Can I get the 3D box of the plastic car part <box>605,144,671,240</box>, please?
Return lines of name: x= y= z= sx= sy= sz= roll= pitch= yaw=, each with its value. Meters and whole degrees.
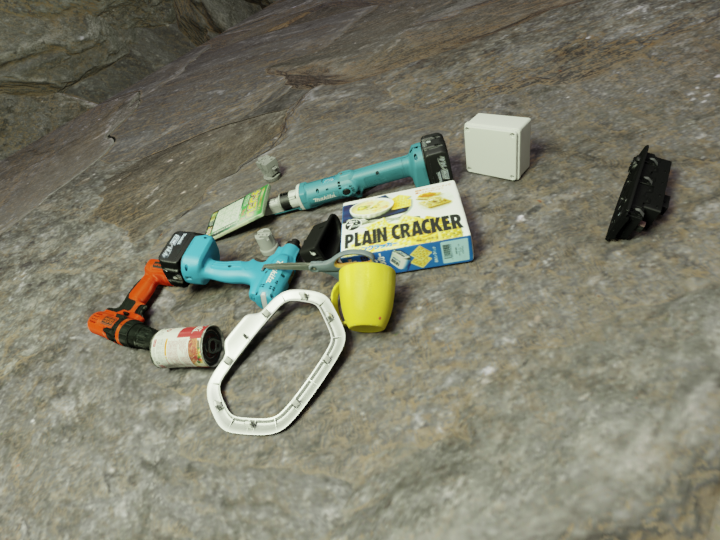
plastic car part: x=0.443 y=-0.125 z=0.660 sx=0.070 sy=0.063 sz=0.202 roll=17 pitch=54 yaw=23

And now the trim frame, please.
trim frame: x=-0.132 y=0.130 z=0.648 sx=0.194 sy=0.026 sz=0.248 roll=23 pitch=67 yaw=36

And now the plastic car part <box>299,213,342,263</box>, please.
plastic car part: x=-0.080 y=-0.052 z=0.817 sx=0.073 sy=0.063 sz=0.118 roll=-16 pitch=37 yaw=28

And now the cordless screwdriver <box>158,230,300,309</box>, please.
cordless screwdriver: x=-0.244 y=-0.021 z=0.812 sx=0.255 sy=0.072 sz=0.161 roll=12 pitch=49 yaw=13

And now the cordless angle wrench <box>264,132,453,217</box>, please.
cordless angle wrench: x=-0.027 y=-0.184 z=0.906 sx=0.432 sy=0.093 sz=0.076 roll=-12 pitch=45 yaw=16
